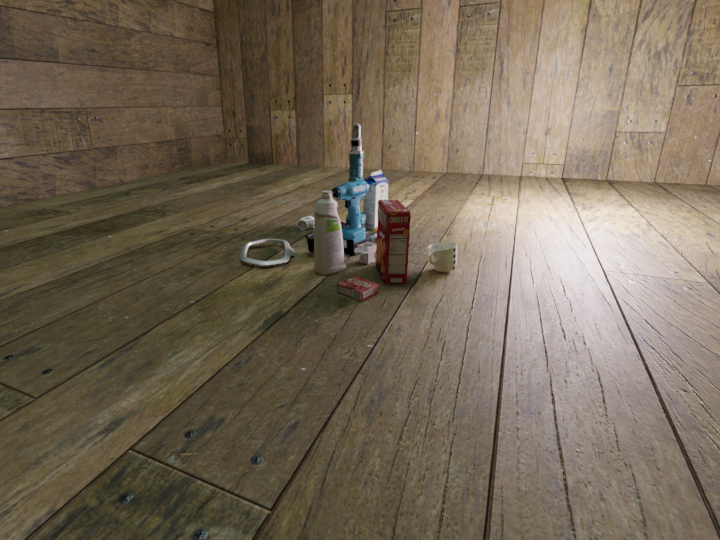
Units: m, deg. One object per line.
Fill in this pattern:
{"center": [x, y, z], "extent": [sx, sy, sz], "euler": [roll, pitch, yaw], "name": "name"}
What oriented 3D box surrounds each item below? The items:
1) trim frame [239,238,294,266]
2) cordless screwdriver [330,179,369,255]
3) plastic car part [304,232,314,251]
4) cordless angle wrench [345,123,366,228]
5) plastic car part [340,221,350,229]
{"center": [-0.320, -0.064, 1.454], "extent": [0.182, 0.027, 0.256], "euler": [-4, 22, -8], "name": "trim frame"}
{"center": [-0.041, -0.176, 1.429], "extent": [0.078, 0.244, 0.153], "euler": [18, 26, 41], "name": "cordless screwdriver"}
{"center": [-0.143, -0.094, 1.464], "extent": [0.112, 0.069, 0.070], "euler": [-17, 26, -37], "name": "plastic car part"}
{"center": [-0.017, -0.349, 1.636], "extent": [0.076, 0.415, 0.098], "euler": [5, 19, 12], "name": "cordless angle wrench"}
{"center": [-0.085, -0.161, 1.638], "extent": [0.064, 0.066, 0.213], "euler": [-8, 22, -20], "name": "plastic car part"}
